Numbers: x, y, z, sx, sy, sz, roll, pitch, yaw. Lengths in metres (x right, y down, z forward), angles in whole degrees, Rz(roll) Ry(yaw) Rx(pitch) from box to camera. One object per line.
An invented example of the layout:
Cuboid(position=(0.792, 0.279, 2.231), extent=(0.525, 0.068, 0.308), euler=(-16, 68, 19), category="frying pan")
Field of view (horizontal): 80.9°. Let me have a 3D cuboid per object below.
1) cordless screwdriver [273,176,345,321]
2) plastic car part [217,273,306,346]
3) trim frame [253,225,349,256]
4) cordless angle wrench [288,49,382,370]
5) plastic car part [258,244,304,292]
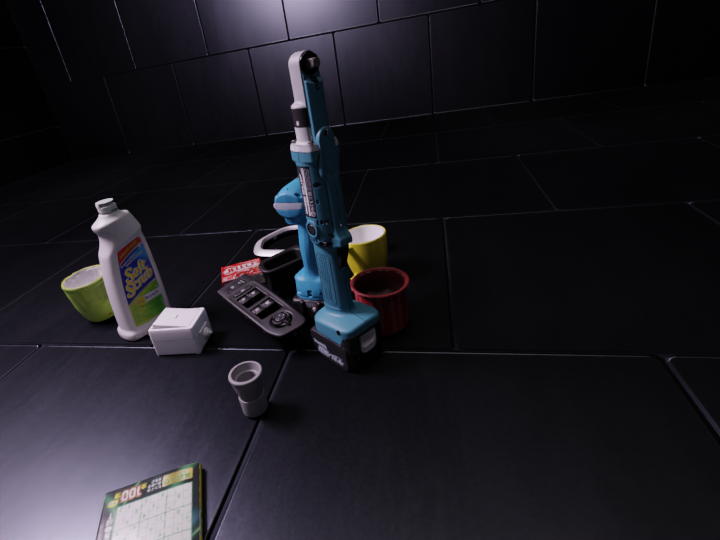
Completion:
Cuboid(position=(-0.071, -0.046, 0.722), extent=(0.077, 0.241, 0.158), euler=(2, 28, 21), category="cordless screwdriver")
Cuboid(position=(-0.167, 0.073, 0.720), extent=(0.064, 0.065, 0.215), euler=(-28, 32, -33), category="plastic car part")
Cuboid(position=(-0.140, -0.070, 1.019), extent=(0.256, 0.027, 0.184), euler=(0, 30, 19), category="trim frame")
Cuboid(position=(-0.043, -0.062, 0.561), extent=(0.072, 0.410, 0.104), euler=(-26, 31, -34), category="cordless angle wrench")
Cuboid(position=(-0.147, 0.003, 0.839), extent=(0.113, 0.069, 0.070), euler=(-31, 34, -35), category="plastic car part")
